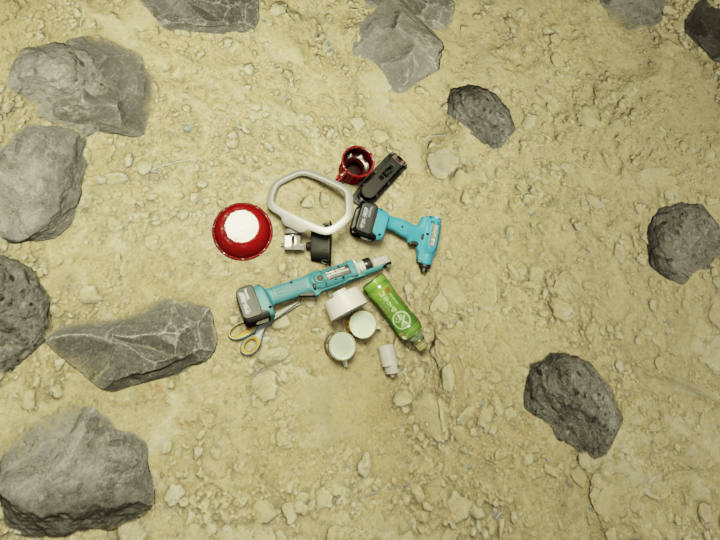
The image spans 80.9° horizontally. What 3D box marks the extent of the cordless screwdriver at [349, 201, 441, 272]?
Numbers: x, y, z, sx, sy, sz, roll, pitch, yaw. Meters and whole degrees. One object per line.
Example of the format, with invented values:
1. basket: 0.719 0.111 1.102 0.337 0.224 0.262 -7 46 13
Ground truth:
1. cordless screwdriver: 0.096 -0.092 1.163 0.244 0.075 0.160 12 84 -10

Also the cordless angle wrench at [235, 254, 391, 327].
1. cordless angle wrench: -0.110 0.032 1.102 0.415 0.073 0.101 -19 70 -16

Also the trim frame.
1. trim frame: -0.135 -0.185 1.132 0.256 0.027 0.184 26 66 16

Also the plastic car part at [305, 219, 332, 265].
1. plastic car part: -0.111 -0.073 1.137 0.072 0.065 0.117 3 81 5

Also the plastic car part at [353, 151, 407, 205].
1. plastic car part: 0.059 -0.260 1.202 0.065 0.068 0.202 44 77 -8
